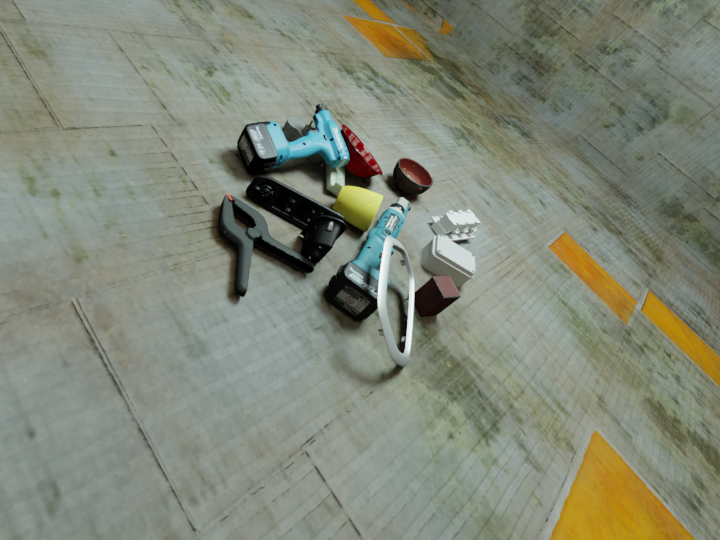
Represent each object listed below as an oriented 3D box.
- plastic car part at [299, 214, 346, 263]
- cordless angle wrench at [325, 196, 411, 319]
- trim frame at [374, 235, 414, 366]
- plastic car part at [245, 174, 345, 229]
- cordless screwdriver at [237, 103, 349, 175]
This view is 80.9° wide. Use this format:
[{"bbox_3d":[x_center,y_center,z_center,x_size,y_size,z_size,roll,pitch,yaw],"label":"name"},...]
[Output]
[{"bbox_3d":[-0.077,-0.051,0.792,0.064,0.118,0.071,27,66,-16],"label":"plastic car part"},{"bbox_3d":[0.045,-0.063,0.914,0.097,0.075,0.423,34,38,-4],"label":"cordless angle wrench"},{"bbox_3d":[0.067,0.050,0.768,0.174,0.028,0.254,56,30,-41],"label":"trim frame"},{"bbox_3d":[-0.133,-0.138,0.866,0.198,0.066,0.069,25,32,-13],"label":"plastic car part"},{"bbox_3d":[-0.150,-0.299,0.944,0.240,0.076,0.162,-14,78,-32],"label":"cordless screwdriver"}]
